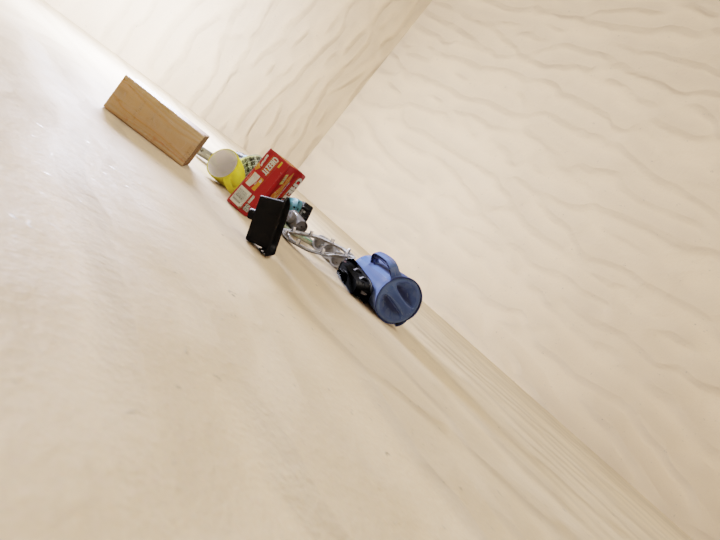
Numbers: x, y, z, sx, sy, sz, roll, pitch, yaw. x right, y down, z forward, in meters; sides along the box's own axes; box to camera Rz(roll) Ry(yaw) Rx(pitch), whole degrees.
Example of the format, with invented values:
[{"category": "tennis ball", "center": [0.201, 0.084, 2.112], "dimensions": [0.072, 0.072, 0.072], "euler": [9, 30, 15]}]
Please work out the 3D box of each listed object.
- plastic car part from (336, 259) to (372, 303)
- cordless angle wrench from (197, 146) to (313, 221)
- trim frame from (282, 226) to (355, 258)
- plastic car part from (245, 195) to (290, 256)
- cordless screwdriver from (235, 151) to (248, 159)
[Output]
[{"category": "plastic car part", "center": [-0.022, 0.019, 1.162], "dimensions": [0.064, 0.066, 0.213], "euler": [25, 12, -30]}, {"category": "cordless angle wrench", "center": [-0.342, -0.277, 1.367], "dimensions": [0.402, 0.074, 0.103], "euler": [31, -8, -32]}, {"category": "trim frame", "center": [-0.117, -0.076, 1.193], "dimensions": [0.195, 0.027, 0.235], "euler": [35, 16, 38]}, {"category": "plastic car part", "center": [-0.183, -0.092, 0.808], "dimensions": [0.072, 0.116, 0.065], "euler": [16, 5, 3]}, {"category": "cordless screwdriver", "center": [-0.369, -0.351, 1.490], "dimensions": [0.262, 0.074, 0.151], "euler": [28, -2, 29]}]
